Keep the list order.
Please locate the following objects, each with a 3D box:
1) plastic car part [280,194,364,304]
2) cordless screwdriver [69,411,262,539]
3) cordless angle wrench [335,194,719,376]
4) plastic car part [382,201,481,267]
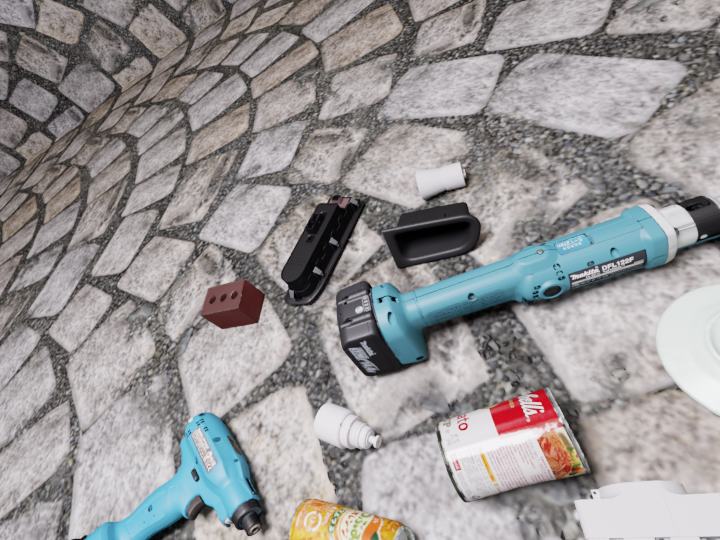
[{"bbox_3d":[-0.063,-0.041,0.646,0.069,0.063,0.204,9,65,30],"label":"plastic car part"},{"bbox_3d":[-0.227,0.304,0.478,0.247,0.070,0.169,-46,45,-11],"label":"cordless screwdriver"},{"bbox_3d":[0.182,0.003,0.431,0.430,0.093,0.077,-21,44,15],"label":"cordless angle wrench"},{"bbox_3d":[0.096,-0.057,0.556,0.120,0.063,0.072,-13,36,21],"label":"plastic car part"}]
